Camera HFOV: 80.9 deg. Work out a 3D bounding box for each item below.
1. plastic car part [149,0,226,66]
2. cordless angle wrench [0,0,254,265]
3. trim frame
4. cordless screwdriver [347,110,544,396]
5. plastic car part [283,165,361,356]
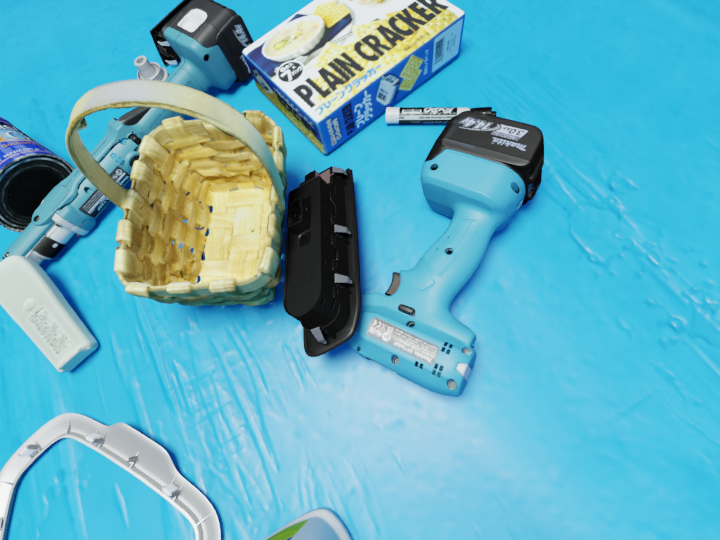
[{"bbox_3d":[-0.226,-0.336,0.599,0.072,0.065,0.116,36,74,5],"label":"plastic car part"},{"bbox_3d":[-0.291,-0.147,0.518,0.077,0.094,0.422,34,82,19],"label":"cordless angle wrench"},{"bbox_3d":[-0.238,0.236,0.373,0.258,0.026,0.185,20,72,20],"label":"trim frame"},{"bbox_3d":[0.061,-0.030,0.400,0.167,0.071,0.249,20,76,27],"label":"cordless screwdriver"},{"bbox_3d":[-0.038,-0.025,0.393,0.068,0.063,0.210,-20,55,20],"label":"plastic car part"}]
